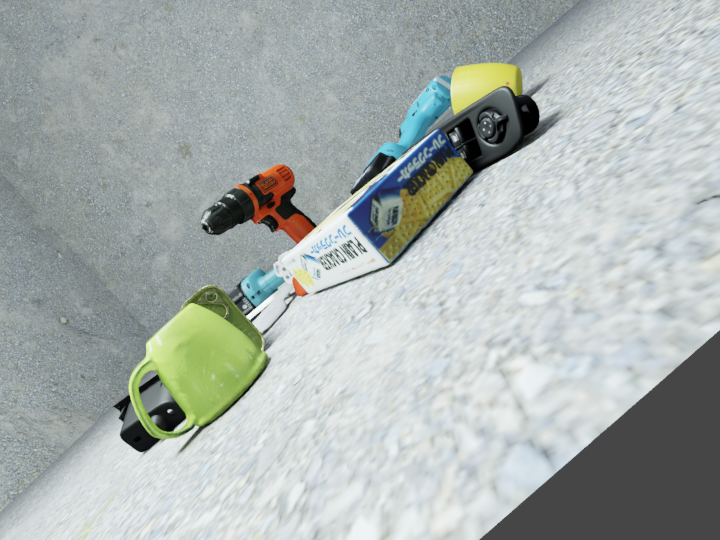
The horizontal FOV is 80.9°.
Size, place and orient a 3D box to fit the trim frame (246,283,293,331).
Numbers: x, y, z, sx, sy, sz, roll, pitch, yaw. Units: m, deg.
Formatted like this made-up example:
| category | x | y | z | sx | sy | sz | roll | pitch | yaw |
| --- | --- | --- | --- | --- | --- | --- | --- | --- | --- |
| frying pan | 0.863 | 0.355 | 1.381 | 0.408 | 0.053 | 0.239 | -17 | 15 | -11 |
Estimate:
| category | x | y | z | sx | sy | sz | roll | pitch | yaw |
| --- | --- | --- | --- | --- | --- | --- | --- | --- | --- |
| trim frame | -0.186 | 0.102 | 0.667 | 0.188 | 0.027 | 0.246 | -34 | 10 | 38 |

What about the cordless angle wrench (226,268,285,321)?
| category | x | y | z | sx | sy | sz | roll | pitch | yaw |
| --- | --- | --- | --- | --- | --- | --- | --- | --- | --- |
| cordless angle wrench | -0.080 | -0.052 | 0.814 | 0.426 | 0.073 | 0.098 | -37 | 9 | 11 |

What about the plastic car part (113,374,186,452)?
| category | x | y | z | sx | sy | sz | roll | pitch | yaw |
| --- | --- | --- | --- | --- | --- | --- | --- | --- | --- |
| plastic car part | -0.244 | 0.172 | 0.511 | 0.117 | 0.063 | 0.073 | -36 | 23 | 10 |

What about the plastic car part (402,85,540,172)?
| category | x | y | z | sx | sy | sz | roll | pitch | yaw |
| --- | --- | --- | --- | --- | --- | --- | --- | --- | --- |
| plastic car part | 0.123 | -0.140 | 0.477 | 0.066 | 0.066 | 0.206 | -16 | 1 | -17 |

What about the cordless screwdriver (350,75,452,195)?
| category | x | y | z | sx | sy | sz | roll | pitch | yaw |
| --- | --- | --- | --- | --- | --- | --- | --- | --- | --- |
| cordless screwdriver | 0.069 | -0.205 | 0.725 | 0.249 | 0.073 | 0.161 | -60 | 11 | -23 |
